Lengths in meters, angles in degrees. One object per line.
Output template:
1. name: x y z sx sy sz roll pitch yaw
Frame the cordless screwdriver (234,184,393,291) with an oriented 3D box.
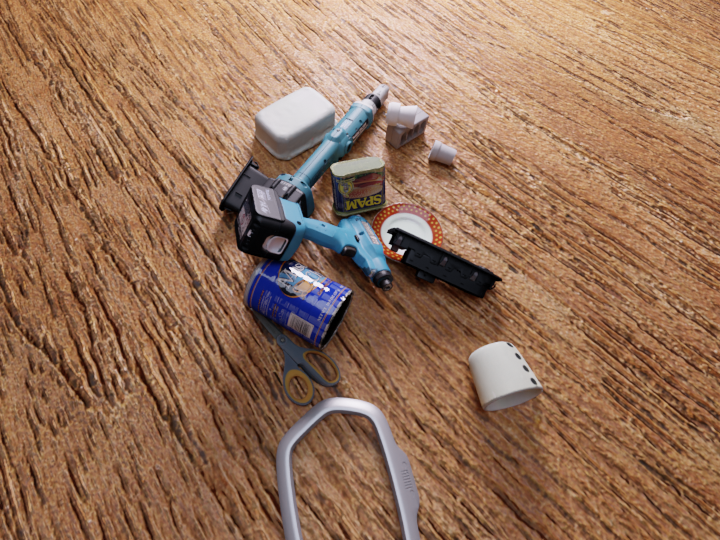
1. cordless screwdriver: -0.064 -0.042 0.658 0.237 0.074 0.167 10 37 -33

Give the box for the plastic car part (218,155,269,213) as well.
1. plastic car part: -0.209 -0.144 0.799 0.070 0.066 0.117 25 66 -5

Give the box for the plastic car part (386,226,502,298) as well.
1. plastic car part: 0.135 -0.008 0.697 0.203 0.066 0.067 21 80 -1

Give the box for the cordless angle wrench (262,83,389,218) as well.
1. cordless angle wrench: -0.047 -0.250 0.838 0.077 0.095 0.422 26 61 14

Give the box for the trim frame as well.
1. trim frame: -0.015 0.298 0.563 0.183 0.027 0.258 -13 60 -6
